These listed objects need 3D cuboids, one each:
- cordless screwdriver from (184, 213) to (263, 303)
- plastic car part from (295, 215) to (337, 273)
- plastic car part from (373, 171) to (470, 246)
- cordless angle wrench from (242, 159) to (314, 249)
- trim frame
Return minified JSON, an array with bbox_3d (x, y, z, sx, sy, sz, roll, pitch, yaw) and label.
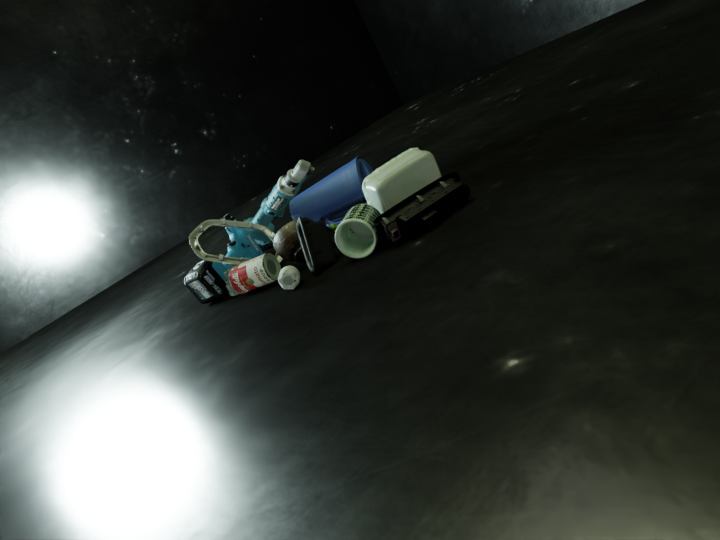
[{"bbox_3d":[-0.367,-0.038,1.123,0.077,0.155,0.248,-22,21,33],"label":"cordless screwdriver"},{"bbox_3d":[-0.086,-0.056,0.878,0.070,0.118,0.066,-18,-11,-15],"label":"plastic car part"},{"bbox_3d":[0.123,-0.115,0.778,0.201,0.064,0.070,-36,29,-16],"label":"plastic car part"},{"bbox_3d":[-0.235,-0.175,1.149,0.430,0.094,0.076,-35,40,53],"label":"cordless angle wrench"},{"bbox_3d":[-0.313,-0.072,1.088,0.192,0.240,0.027,-109,32,-45],"label":"trim frame"}]
